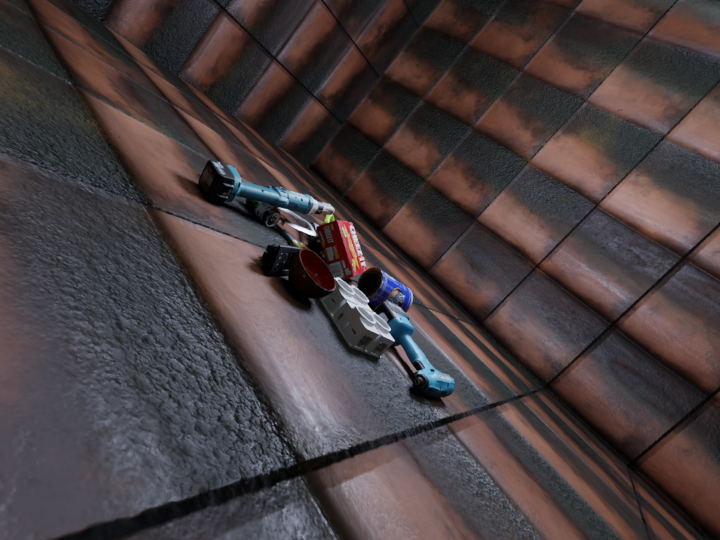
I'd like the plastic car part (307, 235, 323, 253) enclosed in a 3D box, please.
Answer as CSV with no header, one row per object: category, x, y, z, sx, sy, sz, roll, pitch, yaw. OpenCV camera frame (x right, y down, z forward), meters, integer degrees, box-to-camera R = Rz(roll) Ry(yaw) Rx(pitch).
plastic car part,-0.125,-0.082,1.275,0.117,0.072,0.065,-72,149,-73

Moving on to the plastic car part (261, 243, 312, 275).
plastic car part,-0.166,-0.026,0.937,0.070,0.066,0.195,17,4,19

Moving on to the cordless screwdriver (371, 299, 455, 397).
cordless screwdriver,0.105,0.181,0.981,0.150,0.075,0.262,27,20,-51

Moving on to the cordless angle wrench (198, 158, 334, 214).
cordless angle wrench,-0.221,-0.197,1.133,0.401,0.074,0.103,7,34,-46

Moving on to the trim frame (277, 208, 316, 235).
trim frame,-0.222,-0.160,1.306,0.178,0.027,0.257,28,11,-19
